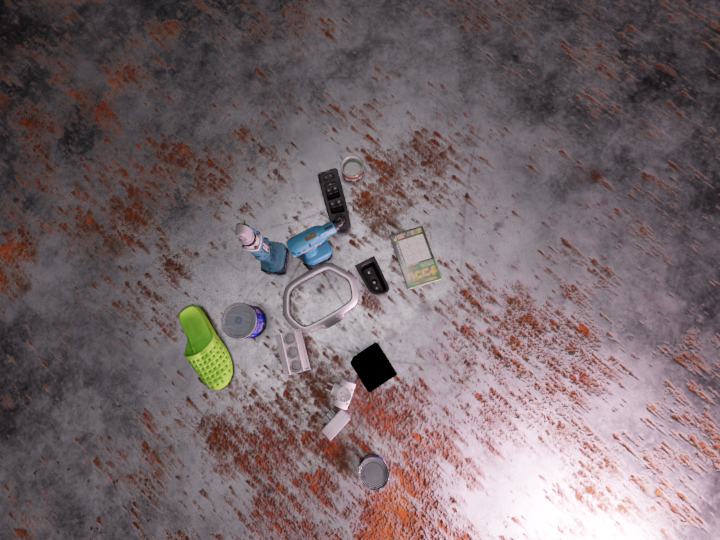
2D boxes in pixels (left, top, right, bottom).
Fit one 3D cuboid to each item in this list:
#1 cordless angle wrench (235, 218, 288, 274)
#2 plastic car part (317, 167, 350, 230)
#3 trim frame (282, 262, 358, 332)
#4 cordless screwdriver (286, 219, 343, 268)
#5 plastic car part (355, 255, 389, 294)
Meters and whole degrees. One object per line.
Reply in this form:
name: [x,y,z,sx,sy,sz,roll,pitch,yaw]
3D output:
cordless angle wrench: [-0.271,-0.061,1.154,0.075,0.416,0.099,7,82,1]
plastic car part: [-0.080,-0.217,1.346,0.066,0.066,0.206,-15,78,0]
trim frame: [-0.127,0.086,1.308,0.248,0.027,0.188,-31,77,-1]
cordless screwdriver: [-0.120,-0.079,1.230,0.159,0.245,0.076,-27,82,-3]
plastic car part: [0.039,0.026,1.283,0.066,0.069,0.119,-27,79,-2]
